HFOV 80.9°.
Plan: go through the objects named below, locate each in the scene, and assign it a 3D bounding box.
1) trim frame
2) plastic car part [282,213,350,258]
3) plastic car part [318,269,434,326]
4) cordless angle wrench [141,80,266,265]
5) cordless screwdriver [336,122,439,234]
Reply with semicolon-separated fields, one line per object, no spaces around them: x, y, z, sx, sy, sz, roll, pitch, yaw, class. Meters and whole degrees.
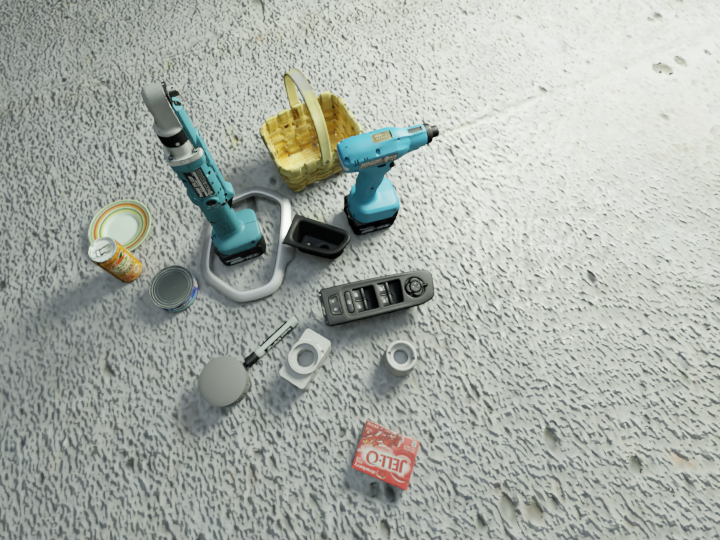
-0.219;-0.058;0.837;0.186;0.027;0.254;0;66;5;trim frame
-0.078;-0.051;0.799;0.119;0.069;0.066;18;69;11;plastic car part
0.032;0.050;0.747;0.202;0.065;0.068;-14;67;-2;plastic car part
-0.236;-0.126;0.658;0.097;0.412;0.077;-18;70;-7;cordless angle wrench
0.043;-0.159;0.743;0.158;0.242;0.077;-16;69;-5;cordless screwdriver
